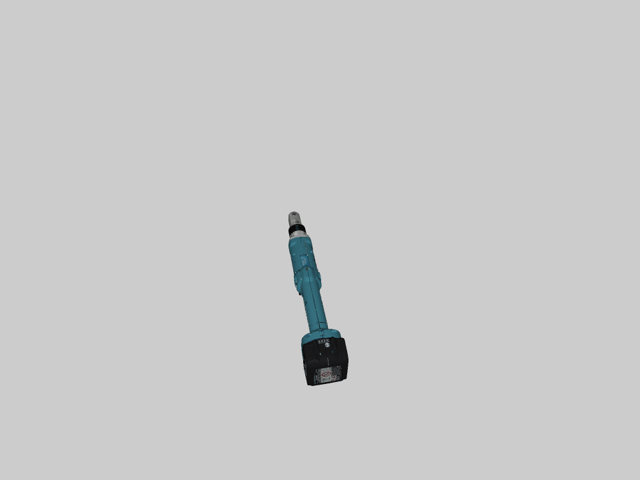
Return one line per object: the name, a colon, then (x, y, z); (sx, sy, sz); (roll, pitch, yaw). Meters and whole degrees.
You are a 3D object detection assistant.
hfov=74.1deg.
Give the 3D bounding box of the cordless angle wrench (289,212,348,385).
cordless angle wrench: (-0.026, 0.085, 0.878); (0.074, 0.098, 0.421); (-7, 46, -8)
